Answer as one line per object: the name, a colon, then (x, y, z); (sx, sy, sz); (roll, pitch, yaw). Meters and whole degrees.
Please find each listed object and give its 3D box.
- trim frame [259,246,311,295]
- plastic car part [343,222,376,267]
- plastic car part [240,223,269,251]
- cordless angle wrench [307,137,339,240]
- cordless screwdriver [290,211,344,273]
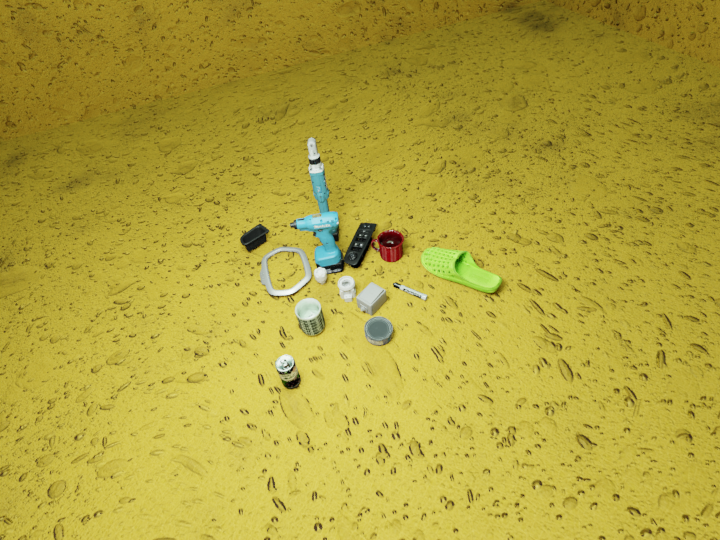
trim frame: (-0.275, -0.002, 1.528); (0.183, 0.026, 0.261); (-19, 46, -6)
plastic car part: (-0.002, -0.086, 1.522); (0.069, 0.064, 0.204); (12, 51, 20)
plastic car part: (-0.410, -0.117, 1.636); (0.070, 0.068, 0.115); (32, 60, 33)
cordless angle wrench: (-0.138, -0.276, 1.493); (0.075, 0.406, 0.101); (-3, 46, 5)
cordless screwdriver: (-0.140, -0.092, 1.436); (0.160, 0.239, 0.077); (-7, 46, 3)
